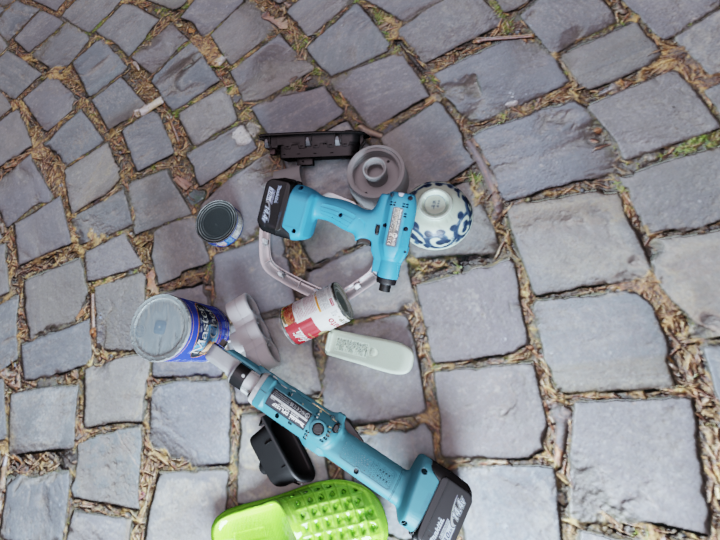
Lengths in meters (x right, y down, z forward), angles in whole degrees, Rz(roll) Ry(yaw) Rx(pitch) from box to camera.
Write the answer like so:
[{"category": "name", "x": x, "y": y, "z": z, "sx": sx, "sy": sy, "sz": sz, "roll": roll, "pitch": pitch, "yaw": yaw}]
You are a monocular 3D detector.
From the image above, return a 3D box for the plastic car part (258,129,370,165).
[{"category": "plastic car part", "x": -0.085, "y": -0.229, "z": 0.783, "sx": 0.207, "sy": 0.064, "sz": 0.067, "roll": -2, "pitch": 85, "yaw": 13}]

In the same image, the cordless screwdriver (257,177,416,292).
[{"category": "cordless screwdriver", "x": -0.044, "y": -0.064, "z": 0.695, "sx": 0.256, "sy": 0.072, "sz": 0.158, "roll": 12, "pitch": 95, "yaw": 15}]

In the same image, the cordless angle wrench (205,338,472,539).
[{"category": "cordless angle wrench", "x": -0.057, "y": 0.229, "z": 0.615, "sx": 0.435, "sy": 0.072, "sz": 0.098, "roll": 29, "pitch": 72, "yaw": 15}]

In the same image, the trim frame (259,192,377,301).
[{"category": "trim frame", "x": -0.073, "y": -0.048, "z": 0.747, "sx": 0.258, "sy": 0.026, "sz": 0.184, "roll": 25, "pitch": 81, "yaw": 21}]

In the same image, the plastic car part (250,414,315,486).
[{"category": "plastic car part", "x": -0.130, "y": 0.285, "z": 0.657, "sx": 0.072, "sy": 0.063, "sz": 0.120, "roll": -35, "pitch": 73, "yaw": 18}]
